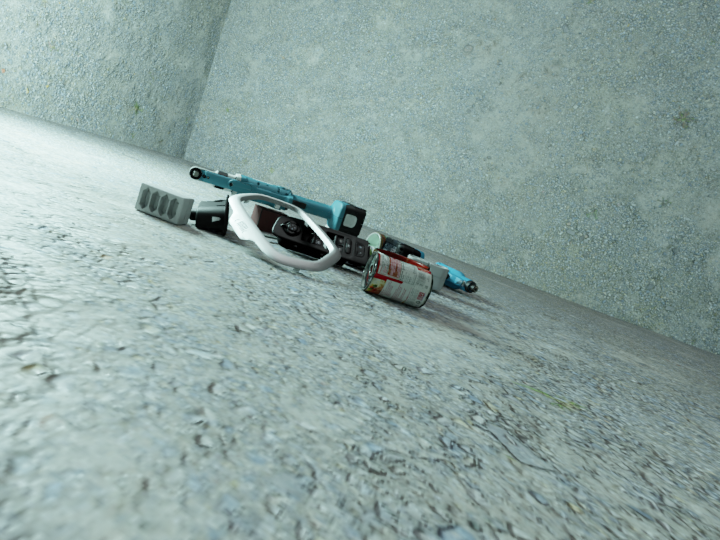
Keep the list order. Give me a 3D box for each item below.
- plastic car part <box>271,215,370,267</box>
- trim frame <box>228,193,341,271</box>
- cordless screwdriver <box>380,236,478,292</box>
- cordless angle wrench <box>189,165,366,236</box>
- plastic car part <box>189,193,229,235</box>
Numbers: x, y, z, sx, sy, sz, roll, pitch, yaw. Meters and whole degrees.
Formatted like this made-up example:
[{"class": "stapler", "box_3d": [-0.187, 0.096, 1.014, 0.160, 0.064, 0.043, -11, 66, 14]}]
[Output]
[{"class": "plastic car part", "box_3d": [-0.083, -0.054, 0.852, 0.197, 0.067, 0.067, 20, -31, -15]}, {"class": "trim frame", "box_3d": [-0.138, -0.072, 0.750, 0.175, 0.027, 0.262, 1, 37, -41]}, {"class": "cordless screwdriver", "box_3d": [0.175, -0.004, 1.091, 0.237, 0.074, 0.167, 19, 7, -31]}, {"class": "cordless angle wrench", "box_3d": [-0.189, -0.170, 0.995, 0.407, 0.074, 0.102, 14, 11, -23]}, {"class": "plastic car part", "box_3d": [-0.278, -0.102, 0.780, 0.070, 0.065, 0.120, 2, 16, -11]}]
